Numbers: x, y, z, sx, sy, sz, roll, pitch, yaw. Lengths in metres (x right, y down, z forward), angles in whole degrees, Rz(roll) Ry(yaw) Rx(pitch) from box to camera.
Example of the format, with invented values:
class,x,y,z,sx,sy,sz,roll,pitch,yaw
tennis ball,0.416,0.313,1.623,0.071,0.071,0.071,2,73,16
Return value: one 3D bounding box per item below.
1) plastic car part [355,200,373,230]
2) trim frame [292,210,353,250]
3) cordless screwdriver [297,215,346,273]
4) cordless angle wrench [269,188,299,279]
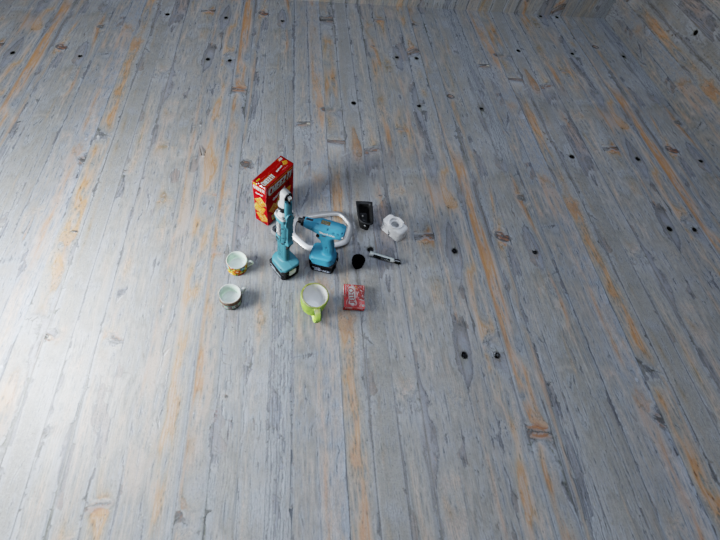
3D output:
class,x,y,z,sx,sy,sz,roll,pitch,yaw
plastic car part,0.014,-0.203,1.625,0.065,0.069,0.120,1,57,-7
trim frame,-0.146,-0.156,1.606,0.244,0.027,0.192,-12,59,-12
cordless screwdriver,-0.140,-0.092,1.435,0.161,0.244,0.075,18,57,2
cordless angle wrench,-0.240,-0.114,1.339,0.073,0.415,0.102,-32,69,-26
